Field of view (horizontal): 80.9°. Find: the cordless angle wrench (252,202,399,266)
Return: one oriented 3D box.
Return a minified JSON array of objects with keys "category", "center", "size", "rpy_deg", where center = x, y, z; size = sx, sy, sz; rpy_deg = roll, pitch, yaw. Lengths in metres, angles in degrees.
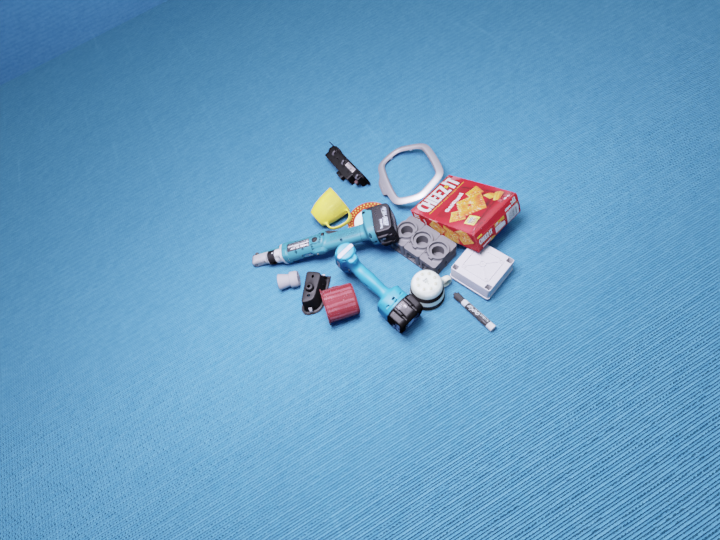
[{"category":"cordless angle wrench","center":[-0.112,-0.073,1.148],"size":[0.433,0.070,0.101],"rpy_deg":[-14,57,19]}]

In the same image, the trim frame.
[{"category":"trim frame","center":[0.138,-0.285,1.232],"size":[0.186,0.026,0.259],"rpy_deg":[-27,48,13]}]

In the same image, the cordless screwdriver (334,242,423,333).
[{"category":"cordless screwdriver","center":[0.034,0.042,1.046],"size":[0.074,0.155,0.256],"rpy_deg":[-43,75,-11]}]

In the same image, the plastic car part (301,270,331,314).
[{"category":"plastic car part","center":[-0.125,0.049,1.104],"size":[0.068,0.068,0.118],"rpy_deg":[2,58,14]}]

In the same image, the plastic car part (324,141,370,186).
[{"category":"plastic car part","center":[-0.050,-0.325,1.318],"size":[0.067,0.063,0.213],"rpy_deg":[-44,57,16]}]
